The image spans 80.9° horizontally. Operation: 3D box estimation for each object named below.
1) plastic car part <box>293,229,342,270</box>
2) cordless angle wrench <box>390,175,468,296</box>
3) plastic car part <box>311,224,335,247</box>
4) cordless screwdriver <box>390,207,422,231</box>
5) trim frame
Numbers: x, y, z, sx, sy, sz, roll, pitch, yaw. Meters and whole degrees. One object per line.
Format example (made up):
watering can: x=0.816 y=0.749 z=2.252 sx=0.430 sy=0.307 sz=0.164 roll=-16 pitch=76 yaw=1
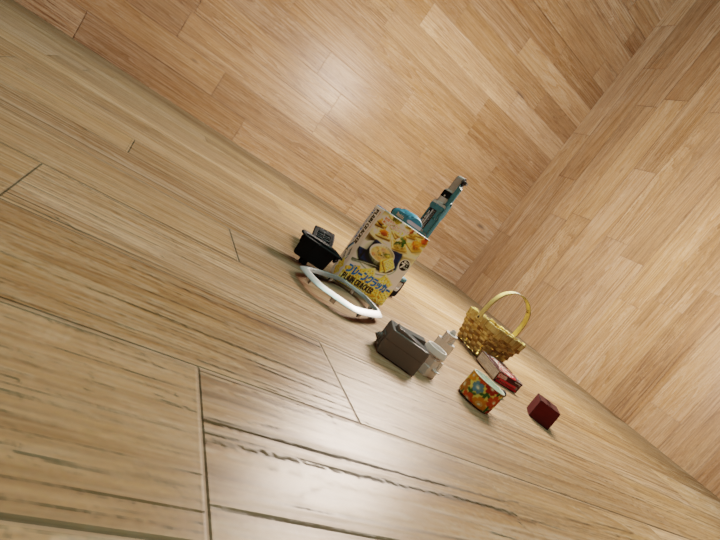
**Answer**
plastic car part: x=-0.112 y=-0.042 z=0.995 sx=0.111 sy=0.071 sz=0.069 roll=30 pitch=11 yaw=-31
cordless angle wrench: x=0.183 y=-0.112 z=1.304 sx=0.103 sy=0.423 sz=0.070 roll=42 pitch=11 yaw=34
plastic car part: x=-0.115 y=-0.075 z=1.173 sx=0.065 sy=0.067 sz=0.206 roll=34 pitch=9 yaw=-10
cordless screwdriver: x=0.066 y=-0.071 z=1.223 sx=0.071 sy=0.249 sz=0.165 roll=32 pitch=10 yaw=-24
trim frame: x=-0.042 y=0.047 z=0.929 sx=0.193 sy=0.027 sz=0.237 roll=39 pitch=10 yaw=26
